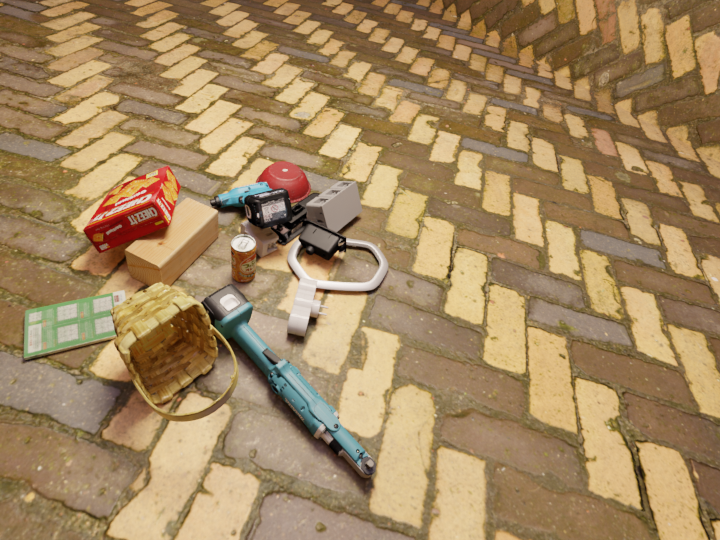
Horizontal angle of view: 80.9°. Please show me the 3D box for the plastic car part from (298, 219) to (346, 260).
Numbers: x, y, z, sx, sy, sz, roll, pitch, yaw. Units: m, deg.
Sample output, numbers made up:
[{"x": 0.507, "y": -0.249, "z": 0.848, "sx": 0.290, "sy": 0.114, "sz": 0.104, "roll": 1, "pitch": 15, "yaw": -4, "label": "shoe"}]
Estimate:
[{"x": -0.099, "y": -0.065, "z": 1.012, "sx": 0.120, "sy": 0.064, "sz": 0.071, "roll": 24, "pitch": 60, "yaw": 16, "label": "plastic car part"}]

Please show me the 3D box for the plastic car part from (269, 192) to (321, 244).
[{"x": -0.159, "y": -0.149, "z": 1.109, "sx": 0.069, "sy": 0.065, "sz": 0.199, "roll": 27, "pitch": 45, "yaw": 22, "label": "plastic car part"}]

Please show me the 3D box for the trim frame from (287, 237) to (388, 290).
[{"x": -0.054, "y": -0.022, "z": 1.028, "sx": 0.246, "sy": 0.027, "sz": 0.191, "roll": 1, "pitch": 47, "yaw": -7, "label": "trim frame"}]

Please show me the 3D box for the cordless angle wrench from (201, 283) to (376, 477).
[{"x": -0.136, "y": 0.197, "z": 0.765, "sx": 0.440, "sy": 0.096, "sz": 0.073, "roll": 41, "pitch": 51, "yaw": 21, "label": "cordless angle wrench"}]

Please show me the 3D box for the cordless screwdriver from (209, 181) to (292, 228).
[{"x": -0.272, "y": -0.165, "z": 1.037, "sx": 0.155, "sy": 0.072, "sz": 0.262, "roll": -18, "pitch": 25, "yaw": -22, "label": "cordless screwdriver"}]
